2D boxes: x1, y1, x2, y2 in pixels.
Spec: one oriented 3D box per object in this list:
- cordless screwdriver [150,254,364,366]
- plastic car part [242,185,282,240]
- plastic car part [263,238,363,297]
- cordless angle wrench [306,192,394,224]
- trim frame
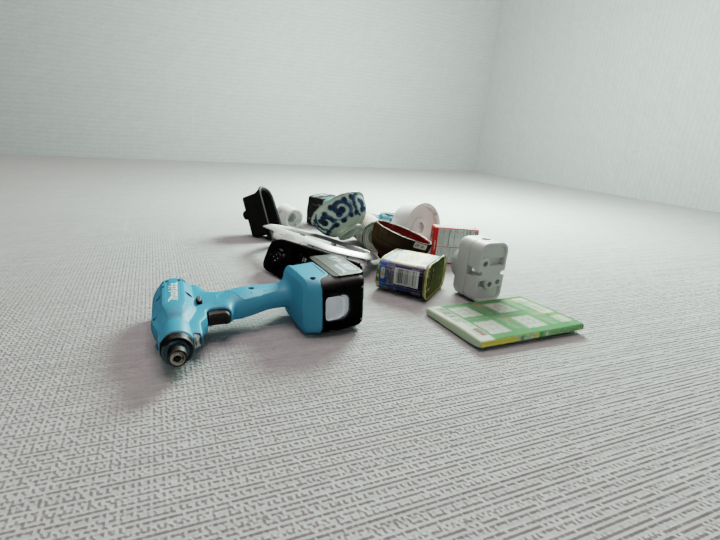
[{"bbox_3d":[-0.113,0.045,0.496,0.242,0.073,0.167,-7,21,-20],"label":"cordless screwdriver"},{"bbox_3d":[-0.224,-0.122,0.936,0.073,0.115,0.065,-15,9,20],"label":"plastic car part"},{"bbox_3d":[-0.073,-0.005,0.669,0.214,0.066,0.064,17,11,35],"label":"plastic car part"},{"bbox_3d":[0.068,-0.112,1.020,0.442,0.073,0.095,16,20,25],"label":"cordless angle wrench"},{"bbox_3d":[-0.079,-0.051,0.805,0.263,0.027,0.174,23,10,41],"label":"trim frame"}]
